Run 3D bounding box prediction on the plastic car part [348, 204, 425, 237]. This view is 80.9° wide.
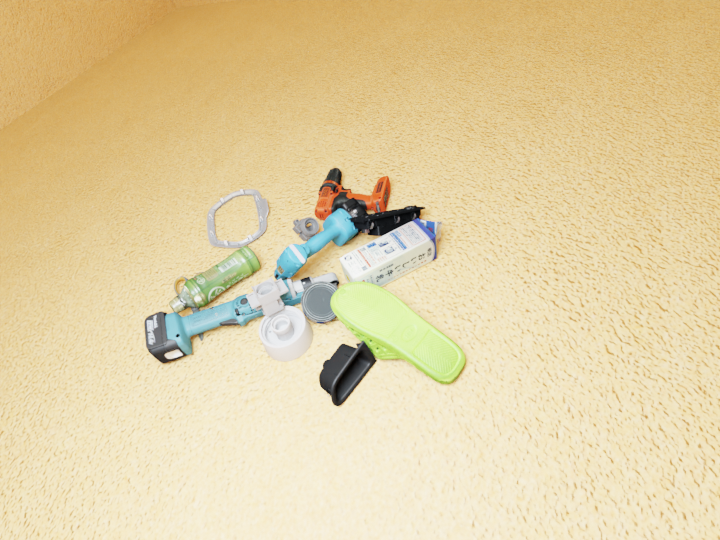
[{"bbox_3d":[0.074,-0.112,0.968,0.196,0.066,0.069,-21,10,-34],"label":"plastic car part"}]

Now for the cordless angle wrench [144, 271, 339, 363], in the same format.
[{"bbox_3d":[-0.250,0.083,0.926,0.420,0.071,0.102,-19,56,-6],"label":"cordless angle wrench"}]

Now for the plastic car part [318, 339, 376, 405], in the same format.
[{"bbox_3d":[-0.037,0.183,0.788,0.116,0.063,0.075,-47,39,-20],"label":"plastic car part"}]

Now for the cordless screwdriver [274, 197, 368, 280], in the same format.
[{"bbox_3d":[-0.096,-0.063,0.986,0.244,0.161,0.075,-39,90,-30],"label":"cordless screwdriver"}]

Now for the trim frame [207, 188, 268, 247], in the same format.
[{"bbox_3d":[-0.347,-0.153,1.193,0.184,0.026,0.260,-19,45,-1],"label":"trim frame"}]
